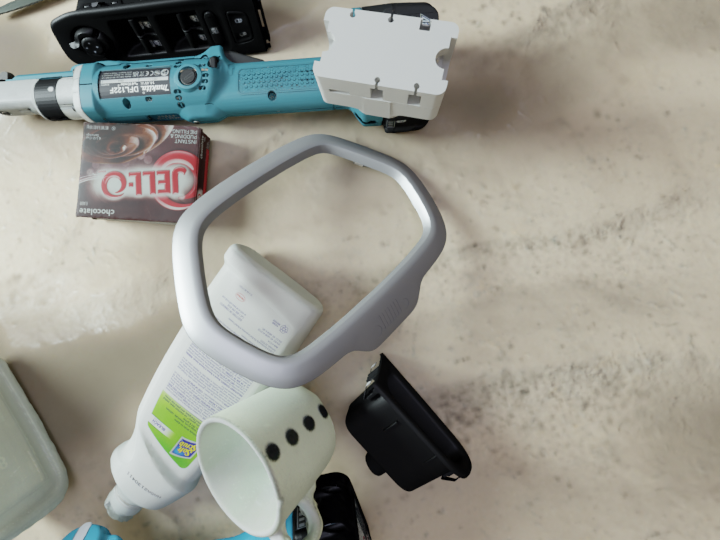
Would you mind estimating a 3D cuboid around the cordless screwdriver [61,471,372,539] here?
[{"bbox_3d":[-0.110,0.265,0.346,0.249,0.076,0.155,-12,110,2],"label":"cordless screwdriver"}]

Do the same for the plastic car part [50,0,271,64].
[{"bbox_3d":[-0.192,-0.242,0.403,0.204,0.065,0.068,-8,77,3],"label":"plastic car part"}]

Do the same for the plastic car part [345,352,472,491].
[{"bbox_3d":[0.031,0.143,0.363,0.071,0.065,0.117,-39,89,14],"label":"plastic car part"}]

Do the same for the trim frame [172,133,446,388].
[{"bbox_3d":[-0.034,-0.022,0.347,0.188,0.027,0.245,43,60,10],"label":"trim frame"}]

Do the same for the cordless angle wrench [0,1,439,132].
[{"bbox_3d":[-0.148,-0.170,0.393,0.427,0.073,0.098,-1,87,6],"label":"cordless angle wrench"}]
